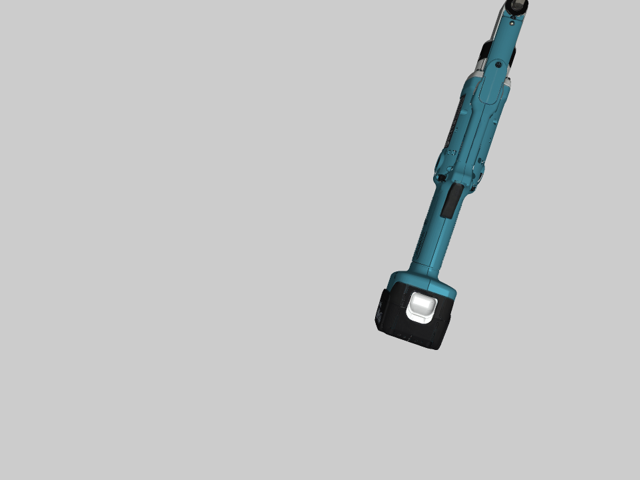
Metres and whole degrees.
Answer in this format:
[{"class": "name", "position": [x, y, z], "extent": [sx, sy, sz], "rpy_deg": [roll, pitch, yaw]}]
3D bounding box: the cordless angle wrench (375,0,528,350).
[{"class": "cordless angle wrench", "position": [0.167, -0.085, 0.511], "extent": [0.074, 0.423, 0.098], "rpy_deg": [18, 1, 4]}]
